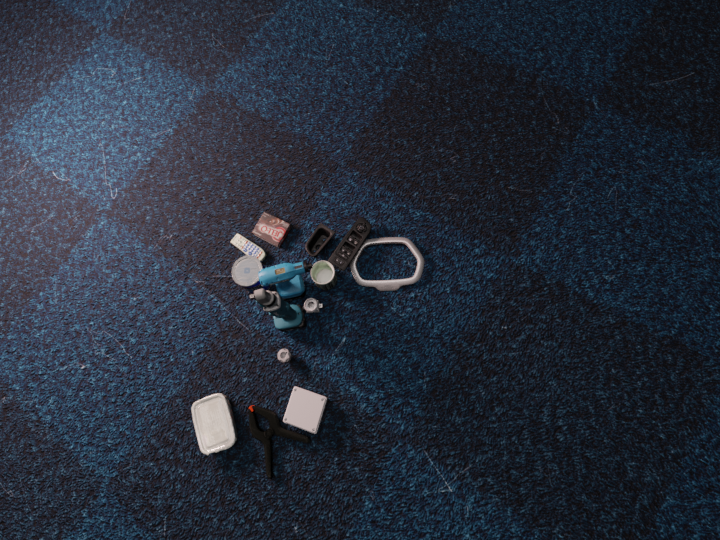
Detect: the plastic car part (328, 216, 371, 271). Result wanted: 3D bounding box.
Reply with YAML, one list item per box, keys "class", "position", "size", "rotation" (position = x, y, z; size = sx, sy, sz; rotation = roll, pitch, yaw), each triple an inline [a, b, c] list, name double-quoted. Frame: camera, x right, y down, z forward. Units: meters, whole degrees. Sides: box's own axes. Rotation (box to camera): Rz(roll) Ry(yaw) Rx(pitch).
- class: "plastic car part"
  position: [-0.029, -0.087, 1.444]
  size: [0.068, 0.065, 0.203]
  rotation: [30, 78, 13]

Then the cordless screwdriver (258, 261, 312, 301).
- class: "cordless screwdriver"
  position: [-0.216, 0.030, 1.337]
  size: [0.159, 0.242, 0.076]
  rotation: [-14, 74, 0]

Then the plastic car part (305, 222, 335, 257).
- class: "plastic car part"
  position: [-0.143, -0.093, 1.459]
  size: [0.068, 0.069, 0.116]
  rotation: [33, 79, 13]

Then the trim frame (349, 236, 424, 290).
- class: "trim frame"
  position: [0.088, -0.023, 1.428]
  size: [0.251, 0.027, 0.188]
  rotation: [-4, 72, 6]

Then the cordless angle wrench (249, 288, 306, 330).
- class: "cordless angle wrench"
  position: [-0.237, 0.110, 1.224]
  size: [0.098, 0.412, 0.076]
  rotation: [-12, 74, -1]
